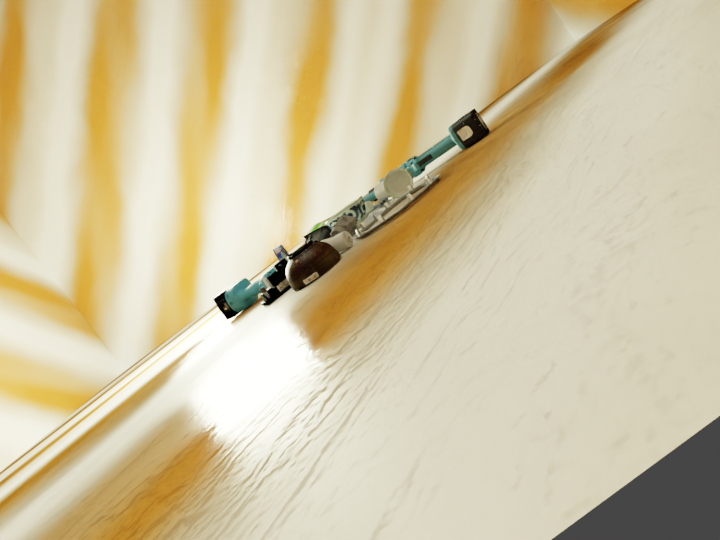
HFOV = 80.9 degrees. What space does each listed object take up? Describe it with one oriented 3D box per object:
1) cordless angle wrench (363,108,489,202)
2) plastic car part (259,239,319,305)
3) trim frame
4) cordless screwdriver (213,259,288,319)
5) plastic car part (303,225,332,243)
[{"bbox_3d":[0.151,-0.292,1.196,0.432,0.073,0.097,-30,9,31],"label":"cordless angle wrench"},{"bbox_3d":[-0.148,-0.003,0.938,0.200,0.067,0.067,-36,-1,-18],"label":"plastic car part"},{"bbox_3d":[0.072,-0.139,0.904,0.245,0.027,0.189,-45,12,-36],"label":"trim frame"},{"bbox_3d":[-0.272,0.037,1.140,0.255,0.073,0.157,-26,13,33],"label":"cordless screwdriver"},{"bbox_3d":[-0.117,-0.077,1.199,0.120,0.064,0.071,-24,29,44],"label":"plastic car part"}]
